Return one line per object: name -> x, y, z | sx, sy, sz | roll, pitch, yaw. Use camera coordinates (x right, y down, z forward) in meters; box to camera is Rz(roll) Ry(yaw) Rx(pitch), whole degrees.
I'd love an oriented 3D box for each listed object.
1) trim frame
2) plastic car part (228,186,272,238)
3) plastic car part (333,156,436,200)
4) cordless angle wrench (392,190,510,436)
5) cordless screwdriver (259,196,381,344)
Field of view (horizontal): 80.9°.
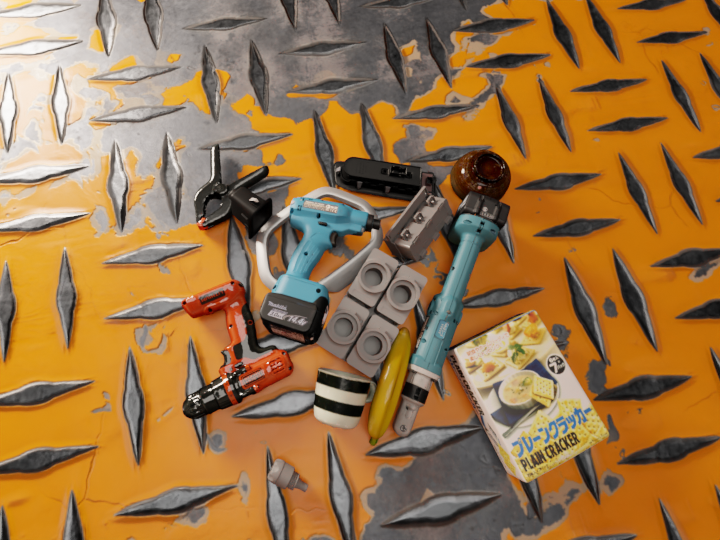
trim frame -> -0.075, -0.049, 0.772 | 0.246, 0.027, 0.189 | -37, 77, -15
plastic car part -> -0.197, -0.111, 0.735 | 0.071, 0.116, 0.066 | 37, 74, 1
plastic car part -> 0.047, -0.176, 0.802 | 0.204, 0.066, 0.067 | 8, 80, 2
cordless angle wrench -> 0.142, 0.070, 0.714 | 0.075, 0.096, 0.424 | 22, 76, 4
cordless screwdriver -> -0.063, -0.006, 0.693 | 0.162, 0.072, 0.252 | 10, 63, 7
